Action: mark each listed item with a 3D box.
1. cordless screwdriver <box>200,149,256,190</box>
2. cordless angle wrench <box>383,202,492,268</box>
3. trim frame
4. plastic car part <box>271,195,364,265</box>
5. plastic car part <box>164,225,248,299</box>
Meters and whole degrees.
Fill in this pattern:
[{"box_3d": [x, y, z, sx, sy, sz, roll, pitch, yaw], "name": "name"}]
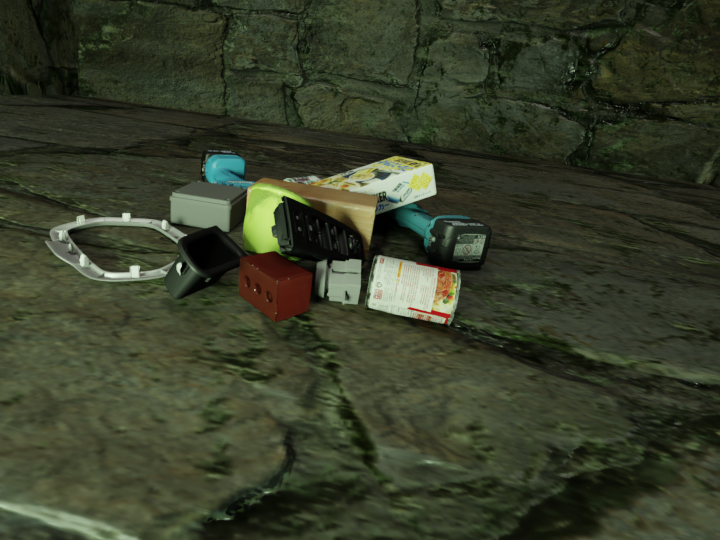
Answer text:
[{"box_3d": [-0.271, -0.205, 0.953, 0.153, 0.073, 0.262, -4, 29, -27], "name": "cordless screwdriver"}, {"box_3d": [0.096, -0.117, 0.865, 0.095, 0.073, 0.443, -1, 22, -21], "name": "cordless angle wrench"}, {"box_3d": [-0.338, -0.041, 0.604, 0.177, 0.027, 0.263, -17, 34, -42], "name": "trim frame"}, {"box_3d": [-0.056, -0.037, 0.577, 0.068, 0.068, 0.193, -28, -21, 27], "name": "plastic car part"}, {"box_3d": [-0.192, -0.002, 0.499, 0.066, 0.071, 0.116, 42, 18, -2], "name": "plastic car part"}]
